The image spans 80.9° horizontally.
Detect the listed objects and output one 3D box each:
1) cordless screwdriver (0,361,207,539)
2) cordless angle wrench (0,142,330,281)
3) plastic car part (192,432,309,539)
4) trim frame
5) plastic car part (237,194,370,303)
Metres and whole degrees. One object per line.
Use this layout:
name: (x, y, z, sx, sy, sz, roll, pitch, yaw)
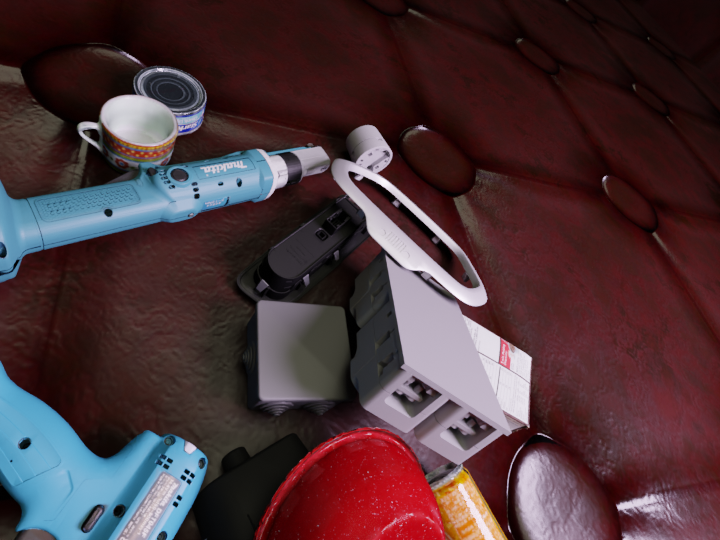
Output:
cordless screwdriver: (-0.236, 0.130, 0.258, 0.246, 0.075, 0.159, 35, 50, -6)
cordless angle wrench: (-0.191, -0.081, 0.429, 0.409, 0.075, 0.101, -24, 73, -39)
plastic car part: (-0.076, 0.168, 0.323, 0.113, 0.065, 0.074, -17, 54, -32)
trim frame: (0.058, -0.051, 0.515, 0.251, 0.028, 0.181, 45, 23, 4)
plastic car part: (-0.046, -0.030, 0.471, 0.066, 0.068, 0.200, 48, 53, -2)
